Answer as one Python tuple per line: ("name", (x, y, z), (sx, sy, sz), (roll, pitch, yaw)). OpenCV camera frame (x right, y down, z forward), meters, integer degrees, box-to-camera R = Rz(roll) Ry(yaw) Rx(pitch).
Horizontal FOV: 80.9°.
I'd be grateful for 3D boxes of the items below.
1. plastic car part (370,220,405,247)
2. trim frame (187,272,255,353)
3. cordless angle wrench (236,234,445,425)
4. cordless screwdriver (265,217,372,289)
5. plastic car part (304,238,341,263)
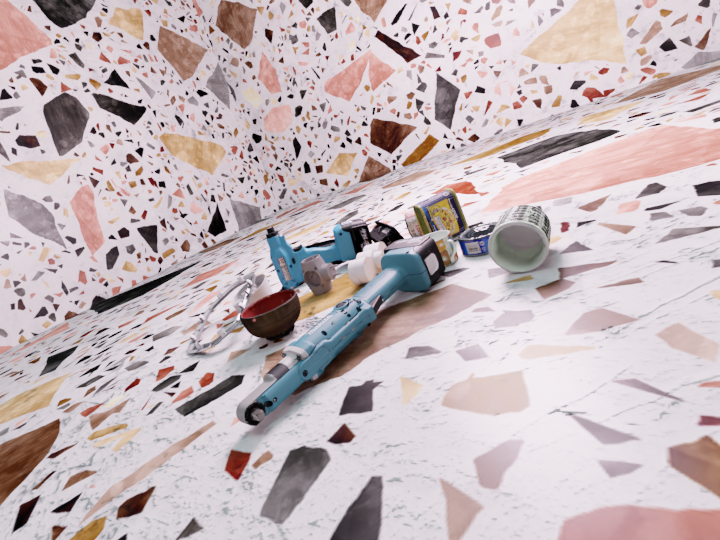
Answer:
("plastic car part", (0.060, -0.079, 1.045), (0.067, 0.065, 0.207), (-47, 15, 6))
("trim frame", (-0.298, 0.087, 0.923), (0.186, 0.026, 0.255), (-33, 24, 13))
("cordless angle wrench", (-0.016, 0.073, 0.624), (0.102, 0.073, 0.414), (-8, 23, 46))
("cordless screwdriver", (-0.101, -0.066, 1.031), (0.249, 0.156, 0.075), (-20, 12, 2))
("plastic car part", (-0.093, -0.036, 1.119), (0.119, 0.063, 0.072), (-14, 30, 18))
